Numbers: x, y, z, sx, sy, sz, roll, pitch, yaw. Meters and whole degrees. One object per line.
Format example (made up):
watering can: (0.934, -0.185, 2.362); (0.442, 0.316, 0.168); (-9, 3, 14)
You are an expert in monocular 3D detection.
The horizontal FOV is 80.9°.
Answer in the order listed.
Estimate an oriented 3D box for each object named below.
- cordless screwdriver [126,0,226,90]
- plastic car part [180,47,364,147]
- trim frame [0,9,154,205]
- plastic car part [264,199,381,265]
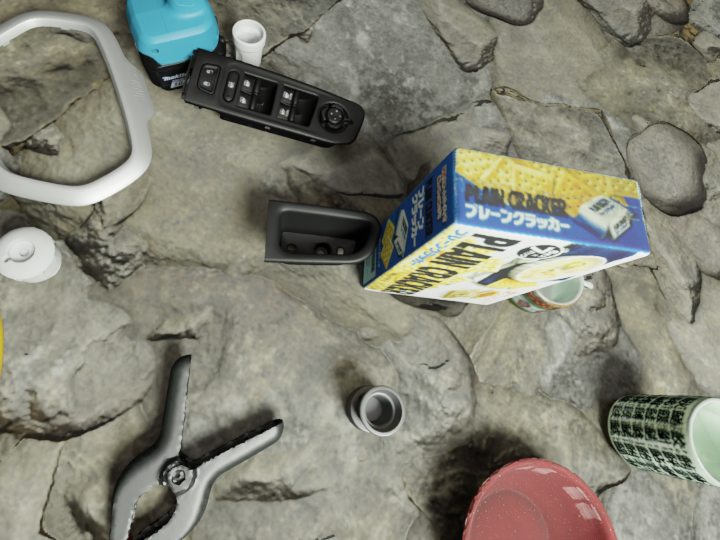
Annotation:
cordless screwdriver: (-0.204, -0.280, 0.402); (0.156, 0.250, 0.075); (-19, 81, -20)
plastic car part: (-0.097, -0.185, 0.491); (0.200, 0.067, 0.067); (12, 71, -9)
trim frame: (-0.327, -0.182, 0.462); (0.180, 0.027, 0.253); (-20, 77, -18)
plastic car part: (-0.044, -0.029, 0.449); (0.114, 0.071, 0.067); (5, 73, -12)
